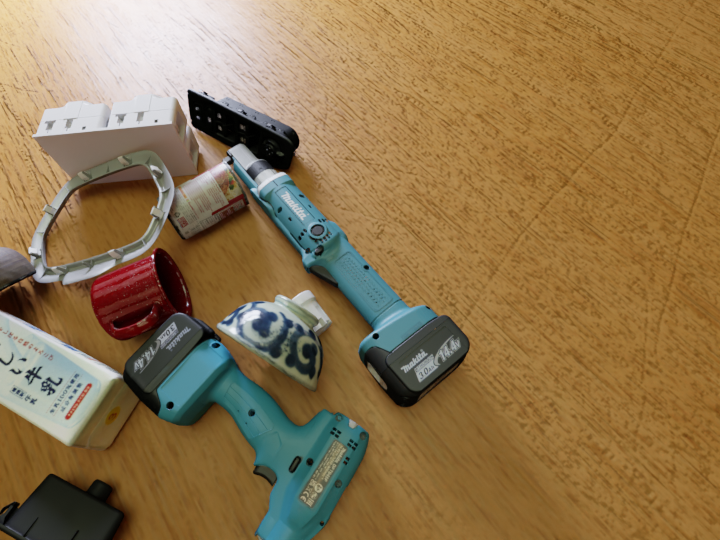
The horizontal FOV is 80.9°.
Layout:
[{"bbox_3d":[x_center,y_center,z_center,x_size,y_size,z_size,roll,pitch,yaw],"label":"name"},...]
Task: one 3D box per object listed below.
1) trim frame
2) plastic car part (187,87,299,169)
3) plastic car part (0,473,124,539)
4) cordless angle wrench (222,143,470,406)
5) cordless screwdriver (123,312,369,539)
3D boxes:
[{"bbox_3d":[-0.347,-0.070,0.556,0.254,0.026,0.189,-12,65,17],"label":"trim frame"},{"bbox_3d":[-0.172,-0.216,0.644,0.211,0.065,0.066,33,43,20],"label":"plastic car part"},{"bbox_3d":[-0.279,0.241,0.411,0.118,0.064,0.071,17,50,8],"label":"plastic car part"},{"bbox_3d":[-0.052,-0.034,0.531,0.097,0.072,0.442,-35,63,-15],"label":"cordless angle wrench"},{"bbox_3d":[-0.133,0.166,0.429,0.256,0.072,0.159,30,68,14],"label":"cordless screwdriver"}]
